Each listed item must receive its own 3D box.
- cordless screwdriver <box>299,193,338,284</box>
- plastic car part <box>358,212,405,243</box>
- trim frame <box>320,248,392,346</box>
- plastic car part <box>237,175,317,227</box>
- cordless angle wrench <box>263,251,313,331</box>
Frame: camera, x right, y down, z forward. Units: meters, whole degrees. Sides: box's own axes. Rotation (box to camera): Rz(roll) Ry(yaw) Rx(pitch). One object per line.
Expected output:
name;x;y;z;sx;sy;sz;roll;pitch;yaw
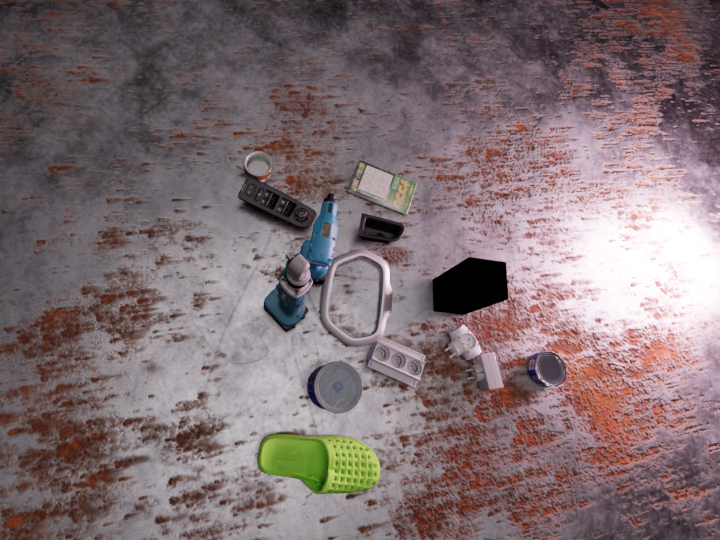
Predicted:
cordless screwdriver;-0.096;-0.063;0.979;0.073;0.248;0.161;12;72;-9
plastic car part;0.049;-0.098;1.106;0.116;0.070;0.067;13;71;-5
trim frame;-0.006;0.065;1.066;0.182;0.027;0.252;8;71;-6
plastic car part;-0.213;-0.164;1.093;0.203;0.067;0.067;25;70;0
cordless angle wrench;-0.139;0.044;0.845;0.099;0.422;0.074;46;70;2
